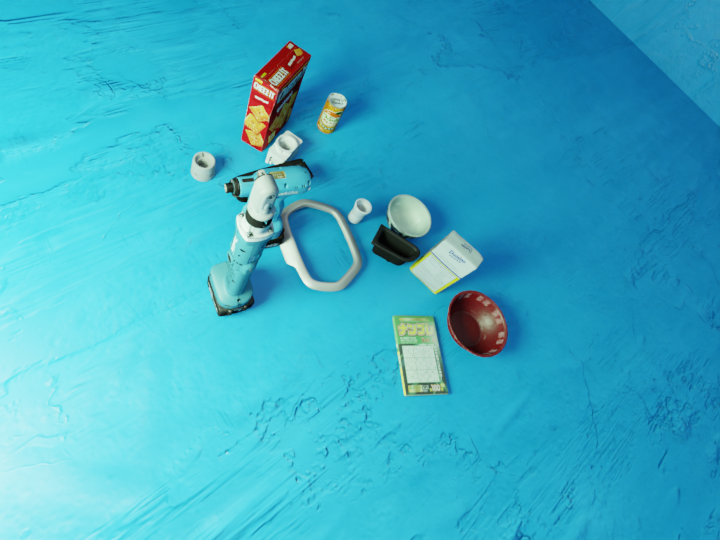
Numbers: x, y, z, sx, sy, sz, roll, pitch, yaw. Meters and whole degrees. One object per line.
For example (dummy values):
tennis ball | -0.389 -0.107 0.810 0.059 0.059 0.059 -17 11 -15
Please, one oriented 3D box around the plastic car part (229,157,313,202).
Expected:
plastic car part | -0.218 -0.209 1.007 0.197 0.067 0.068 -21 75 -28

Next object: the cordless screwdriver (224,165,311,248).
cordless screwdriver | -0.208 -0.122 0.858 0.154 0.250 0.076 -12 73 -27

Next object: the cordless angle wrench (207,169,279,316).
cordless angle wrench | -0.196 -0.029 0.711 0.072 0.425 0.100 -15 74 -29

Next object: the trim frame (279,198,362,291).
trim frame | -0.098 -0.064 0.999 0.178 0.027 0.256 -15 70 -26

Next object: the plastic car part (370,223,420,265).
plastic car part | 0.076 -0.048 1.027 0.116 0.071 0.066 33 58 -3
